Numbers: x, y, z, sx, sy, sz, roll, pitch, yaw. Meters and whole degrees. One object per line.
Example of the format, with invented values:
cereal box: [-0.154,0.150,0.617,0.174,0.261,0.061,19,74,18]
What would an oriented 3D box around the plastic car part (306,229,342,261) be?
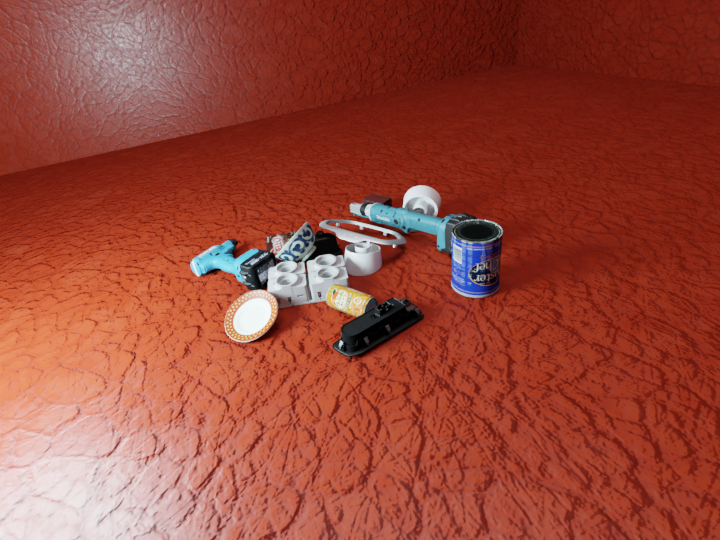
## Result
plastic car part: [-0.113,-0.074,1.156,0.117,0.068,0.068,-12,33,0]

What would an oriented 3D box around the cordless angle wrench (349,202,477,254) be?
cordless angle wrench: [0.119,-0.143,1.187,0.072,0.095,0.448,-27,33,-34]

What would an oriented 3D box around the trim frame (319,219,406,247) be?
trim frame: [0.005,-0.103,1.151,0.259,0.027,0.178,18,19,23]

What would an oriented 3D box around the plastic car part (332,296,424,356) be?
plastic car part: [0.035,0.106,0.851,0.199,0.064,0.070,-29,44,-24]

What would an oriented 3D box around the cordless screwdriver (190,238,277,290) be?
cordless screwdriver: [-0.325,-0.029,1.144,0.261,0.072,0.157,10,37,34]
